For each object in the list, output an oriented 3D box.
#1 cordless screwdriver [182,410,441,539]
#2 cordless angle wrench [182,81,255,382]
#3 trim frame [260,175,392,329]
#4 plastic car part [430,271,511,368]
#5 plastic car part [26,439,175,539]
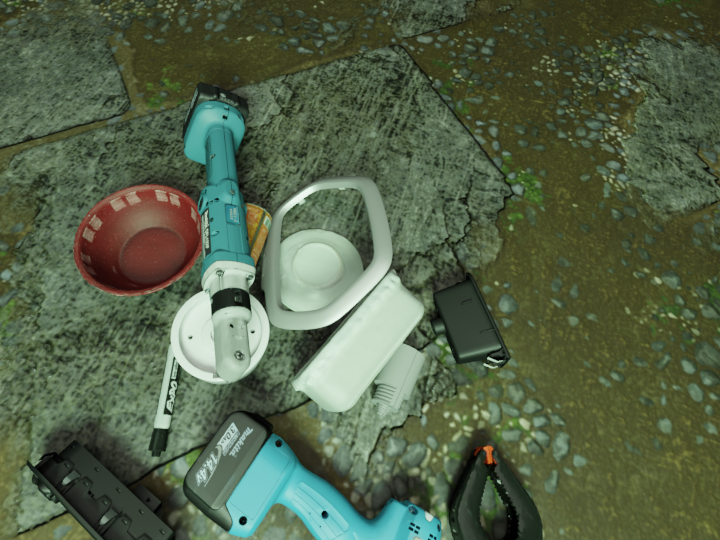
[{"bbox_3d":[-0.058,0.259,0.409,0.252,0.073,0.159,28,65,6],"label":"cordless screwdriver"},{"bbox_3d":[-0.167,-0.075,0.510,0.071,0.098,0.441,12,44,-34],"label":"cordless angle wrench"},{"bbox_3d":[-0.052,-0.034,0.533,0.187,0.026,0.258,-23,48,15],"label":"trim frame"},{"bbox_3d":[0.127,0.069,0.528,0.071,0.063,0.121,-20,63,0],"label":"plastic car part"},{"bbox_3d":[-0.245,0.238,0.415,0.208,0.065,0.067,30,55,11],"label":"plastic car part"}]
